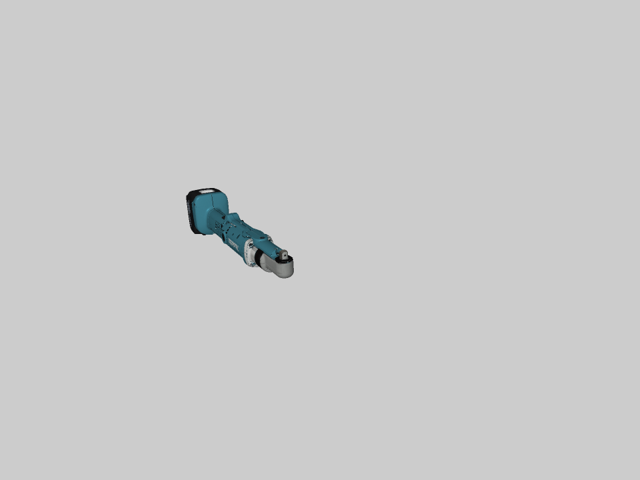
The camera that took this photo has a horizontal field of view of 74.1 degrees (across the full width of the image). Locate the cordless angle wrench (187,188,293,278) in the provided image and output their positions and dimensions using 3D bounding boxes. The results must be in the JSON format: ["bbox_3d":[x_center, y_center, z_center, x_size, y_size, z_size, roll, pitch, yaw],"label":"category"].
[{"bbox_3d":[-0.154,-0.012,0.782,0.074,0.098,0.423,-13,22,-28],"label":"cordless angle wrench"}]
